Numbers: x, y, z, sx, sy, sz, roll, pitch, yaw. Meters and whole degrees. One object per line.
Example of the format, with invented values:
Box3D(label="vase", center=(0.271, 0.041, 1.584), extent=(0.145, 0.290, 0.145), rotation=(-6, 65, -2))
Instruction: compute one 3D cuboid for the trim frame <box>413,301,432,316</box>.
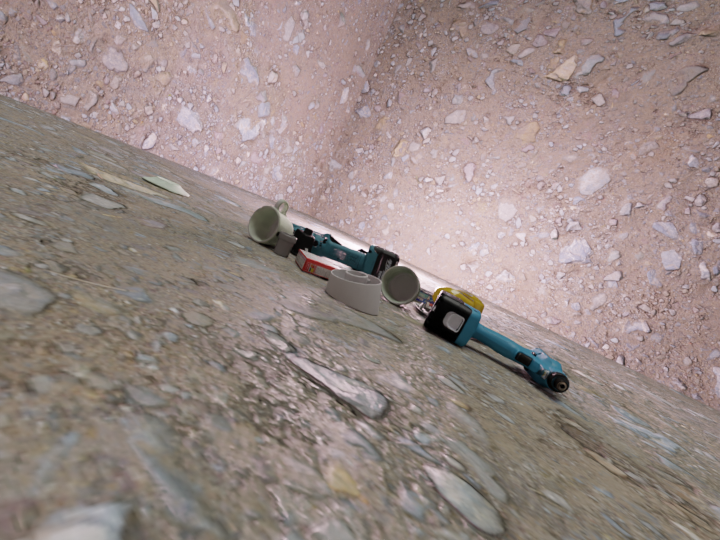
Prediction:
Box3D(label="trim frame", center=(0.232, 0.123, 0.992), extent=(0.236, 0.027, 0.194), rotation=(22, 7, -34))

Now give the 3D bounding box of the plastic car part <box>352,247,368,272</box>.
Box3D(label="plastic car part", center=(0.011, -0.022, 1.232), extent=(0.065, 0.066, 0.209), rotation=(33, 3, -17))

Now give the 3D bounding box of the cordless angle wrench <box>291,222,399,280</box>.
Box3D(label="cordless angle wrench", center=(-0.110, -0.072, 1.127), extent=(0.437, 0.098, 0.072), rotation=(22, 4, 18))

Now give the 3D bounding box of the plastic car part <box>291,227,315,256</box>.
Box3D(label="plastic car part", center=(-0.140, -0.071, 1.036), extent=(0.064, 0.071, 0.121), rotation=(21, 4, -21))

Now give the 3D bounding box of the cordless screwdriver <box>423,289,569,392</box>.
Box3D(label="cordless screwdriver", center=(0.242, 0.130, 0.765), extent=(0.254, 0.074, 0.156), rotation=(29, 7, 9))
